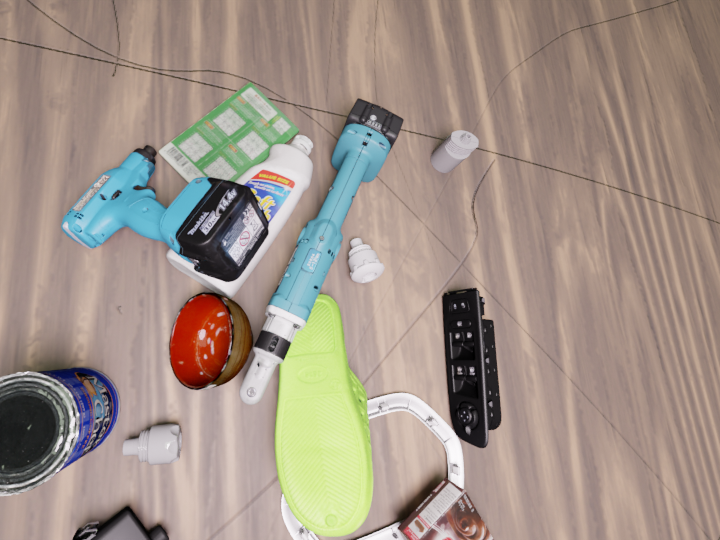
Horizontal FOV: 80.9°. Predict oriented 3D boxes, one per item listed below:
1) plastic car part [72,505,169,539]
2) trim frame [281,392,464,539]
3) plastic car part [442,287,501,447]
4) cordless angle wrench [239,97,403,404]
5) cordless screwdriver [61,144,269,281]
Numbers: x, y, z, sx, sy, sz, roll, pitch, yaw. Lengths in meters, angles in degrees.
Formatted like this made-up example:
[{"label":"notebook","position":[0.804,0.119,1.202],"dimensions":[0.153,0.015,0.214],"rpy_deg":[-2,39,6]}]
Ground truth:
[{"label":"plastic car part","position":[-0.249,0.310,0.462],"dimensions":[0.116,0.067,0.070],"rpy_deg":[49,58,-1]},{"label":"trim frame","position":[0.021,0.265,0.538],"dimensions":[0.243,0.028,0.187],"rpy_deg":[-15,80,-16]},{"label":"plastic car part","position":[0.156,0.131,0.582],"dimensions":[0.063,0.069,0.206],"rpy_deg":[16,69,-37]},{"label":"cordless angle wrench","position":[-0.054,-0.035,0.549],"dimensions":[0.074,0.098,0.425],"rpy_deg":[24,69,-5]},{"label":"cordless screwdriver","position":[-0.227,-0.083,0.510],"dimensions":[0.259,0.071,0.160],"rpy_deg":[12,60,24]}]
